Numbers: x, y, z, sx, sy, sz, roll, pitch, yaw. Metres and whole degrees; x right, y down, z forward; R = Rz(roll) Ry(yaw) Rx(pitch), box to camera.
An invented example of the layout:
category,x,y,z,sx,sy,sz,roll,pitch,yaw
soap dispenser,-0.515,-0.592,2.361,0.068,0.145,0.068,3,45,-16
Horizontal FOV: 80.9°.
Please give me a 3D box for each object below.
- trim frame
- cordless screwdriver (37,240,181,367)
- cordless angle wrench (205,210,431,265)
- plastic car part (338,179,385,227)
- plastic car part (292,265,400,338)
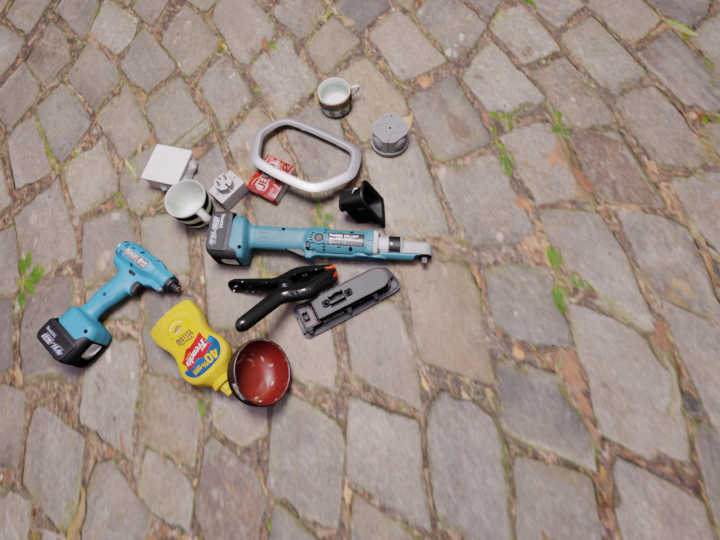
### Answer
category,x,y,z,sx,sy,sz,roll,pitch,yaw
trim frame,-0.118,-0.248,0.893,0.257,0.027,0.184,26,62,17
cordless screwdriver,-0.476,0.074,0.818,0.164,0.072,0.248,30,72,16
cordless angle wrench,-0.079,-0.052,0.813,0.428,0.072,0.099,4,71,7
plastic car part,-0.004,-0.127,0.814,0.073,0.110,0.067,-12,68,26
plastic car part,-0.026,0.046,0.773,0.202,0.064,0.069,-25,63,-5
